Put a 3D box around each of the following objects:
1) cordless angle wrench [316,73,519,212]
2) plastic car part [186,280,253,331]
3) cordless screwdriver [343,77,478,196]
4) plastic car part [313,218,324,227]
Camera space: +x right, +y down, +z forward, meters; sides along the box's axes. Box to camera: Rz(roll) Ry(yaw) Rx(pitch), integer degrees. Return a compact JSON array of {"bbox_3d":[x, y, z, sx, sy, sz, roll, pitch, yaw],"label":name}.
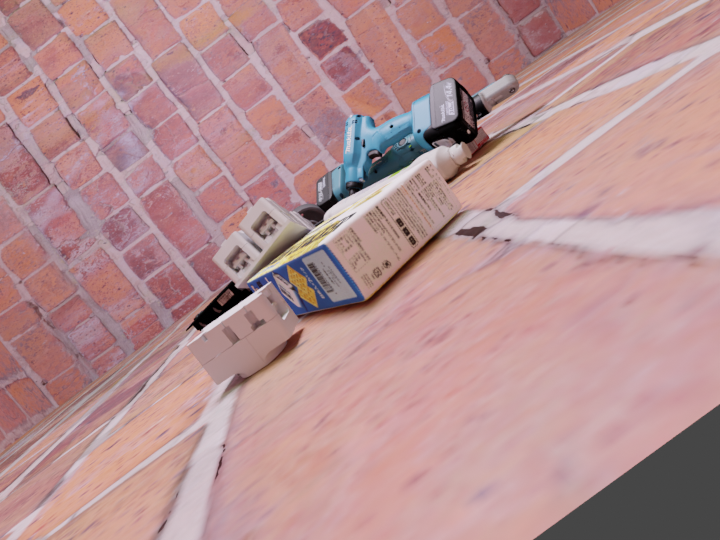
[{"bbox_3d":[0.093,-0.231,0.810,0.434,0.070,0.101,-26,49,31],"label":"cordless angle wrench"},{"bbox_3d":[-0.256,0.068,0.802,0.206,0.066,0.066,-35,15,29],"label":"plastic car part"},{"bbox_3d":[0.070,-0.222,0.740,0.260,0.161,0.070,-5,-15,40],"label":"cordless screwdriver"},{"bbox_3d":[-0.080,-0.053,0.822,0.115,0.067,0.070,-35,-6,-13],"label":"plastic car part"}]
